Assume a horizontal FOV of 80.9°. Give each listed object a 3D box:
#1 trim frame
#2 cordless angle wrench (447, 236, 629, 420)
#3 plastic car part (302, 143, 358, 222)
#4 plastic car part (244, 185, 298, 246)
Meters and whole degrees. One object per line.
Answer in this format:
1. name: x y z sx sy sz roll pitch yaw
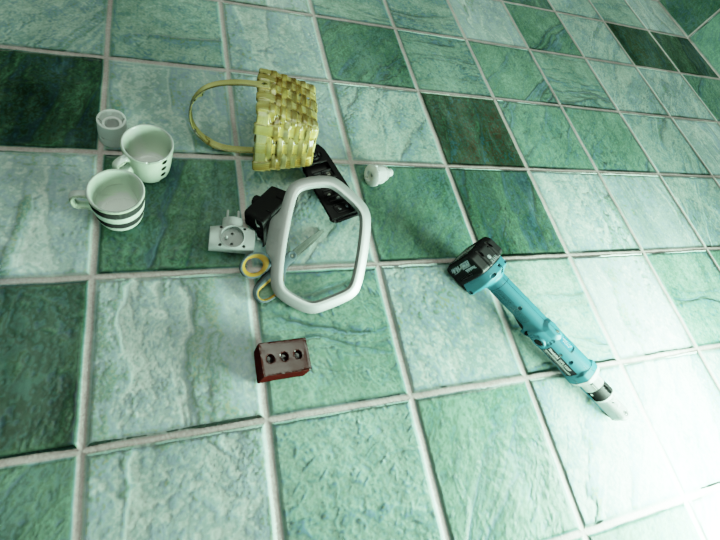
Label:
1. trim frame: -0.073 -0.048 0.751 0.180 0.028 0.249 9 85 -14
2. cordless angle wrench: 0.351 0.121 0.814 0.073 0.098 0.428 -39 83 -29
3. plastic car part: -0.069 -0.173 0.845 0.066 0.065 0.210 -24 68 -10
4. plastic car part: -0.175 -0.114 0.791 0.072 0.064 0.116 24 54 10
